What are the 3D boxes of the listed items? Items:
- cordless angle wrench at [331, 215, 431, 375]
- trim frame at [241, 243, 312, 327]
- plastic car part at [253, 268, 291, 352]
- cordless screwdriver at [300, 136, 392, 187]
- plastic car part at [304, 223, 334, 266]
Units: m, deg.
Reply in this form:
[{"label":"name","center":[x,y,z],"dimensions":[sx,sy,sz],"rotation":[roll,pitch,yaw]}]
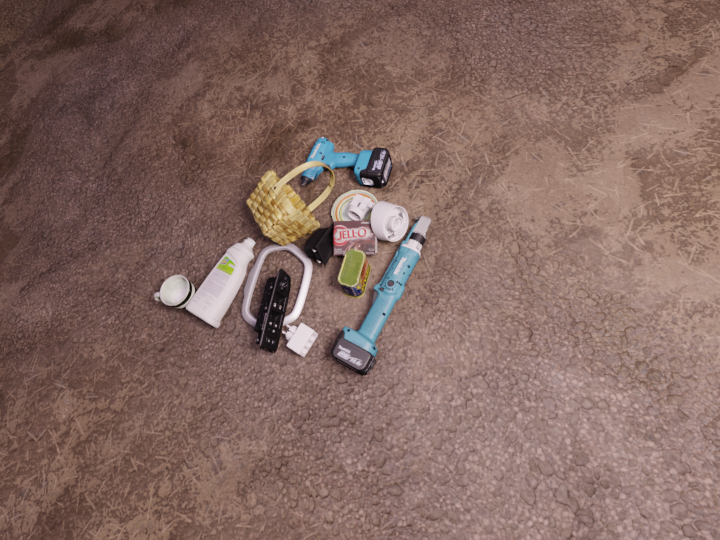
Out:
[{"label":"cordless angle wrench","center":[0.072,0.041,1.020],"dimensions":[0.102,0.071,0.423],"rotation":[23,72,21]},{"label":"trim frame","center":[-0.224,0.039,1.121],"dimensions":[0.190,0.026,0.251],"rotation":[7,70,17]},{"label":"plastic car part","center":[-0.221,0.097,1.056],"dimensions":[0.070,0.062,0.205],"rotation":[-4,65,40]},{"label":"cordless screwdriver","center":[-0.045,-0.287,1.196],"dimensions":[0.260,0.071,0.160],"rotation":[17,72,25]},{"label":"plastic car part","center":[-0.109,-0.071,1.117],"dimensions":[0.074,0.063,0.117],"rotation":[-3,39,26]}]
